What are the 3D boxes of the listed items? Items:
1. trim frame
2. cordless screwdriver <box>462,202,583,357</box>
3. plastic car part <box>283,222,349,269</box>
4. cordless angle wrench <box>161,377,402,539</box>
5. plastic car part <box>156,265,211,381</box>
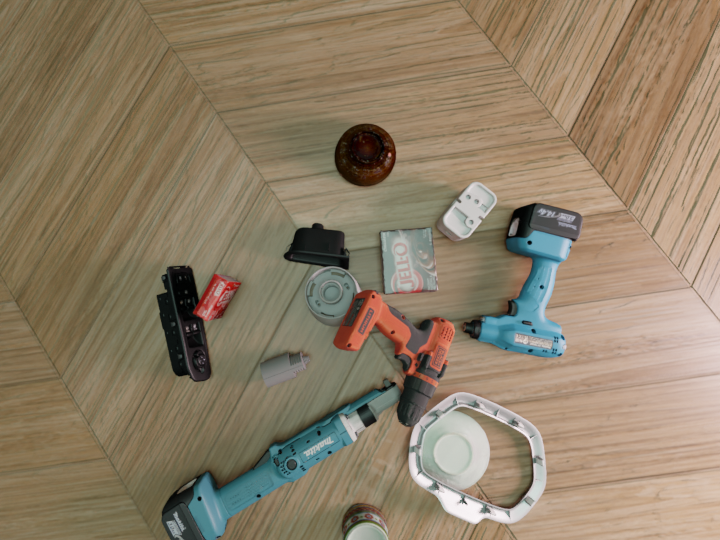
[{"bbox_3d":[0.195,0.307,0.684,0.245,0.028,0.184,27,84,-8],"label":"trim frame"},{"bbox_3d":[0.270,0.012,0.712,0.160,0.074,0.249,10,88,2],"label":"cordless screwdriver"},{"bbox_3d":[-0.072,-0.047,0.741,0.118,0.064,0.072,10,70,5],"label":"plastic car part"},{"bbox_3d":[-0.114,0.308,0.695,0.421,0.074,0.099,-31,86,-4],"label":"cordless angle wrench"},{"bbox_3d":[-0.310,0.096,0.728,0.068,0.065,0.205,-19,84,8],"label":"plastic car part"}]
